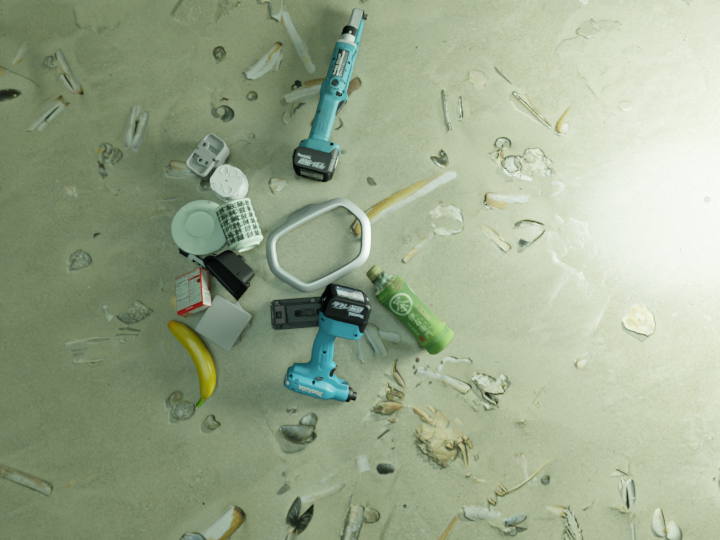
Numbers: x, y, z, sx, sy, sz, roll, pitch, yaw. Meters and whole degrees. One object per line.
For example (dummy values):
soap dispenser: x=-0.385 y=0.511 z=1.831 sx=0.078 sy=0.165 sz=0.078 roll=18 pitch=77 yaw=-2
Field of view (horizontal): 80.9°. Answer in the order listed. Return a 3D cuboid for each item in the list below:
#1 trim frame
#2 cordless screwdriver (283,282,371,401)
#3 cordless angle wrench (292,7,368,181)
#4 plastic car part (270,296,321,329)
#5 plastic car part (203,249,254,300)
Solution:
trim frame: x=-0.093 y=-0.061 z=0.951 sx=0.248 sy=0.027 sz=0.186 roll=-29 pitch=85 yaw=-1
cordless screwdriver: x=-0.045 y=0.160 z=0.868 sx=0.156 sy=0.076 sz=0.247 roll=20 pitch=107 yaw=-10
cordless angle wrench: x=-0.058 y=-0.416 z=0.973 sx=0.098 sy=0.074 sz=0.425 roll=14 pitch=81 yaw=0
plastic car part: x=-0.095 y=0.088 z=0.917 sx=0.202 sy=0.066 sz=0.067 roll=-4 pitch=78 yaw=-3
plastic car part: x=-0.278 y=-0.004 z=0.927 sx=0.117 sy=0.067 sz=0.070 roll=47 pitch=43 yaw=3
